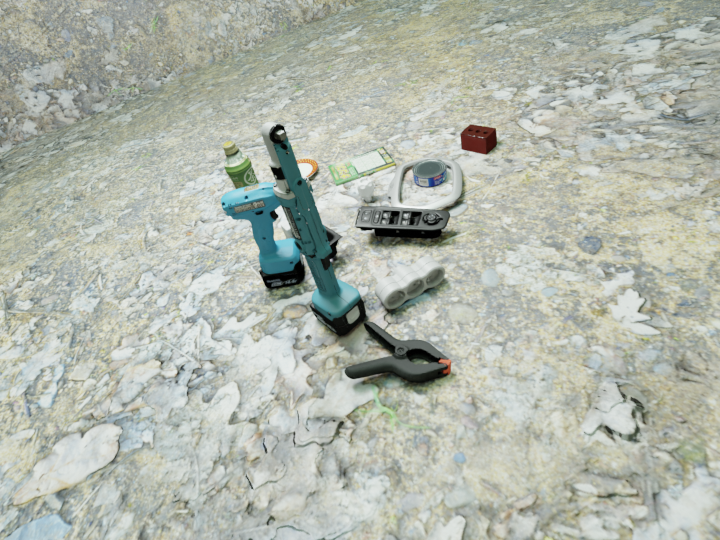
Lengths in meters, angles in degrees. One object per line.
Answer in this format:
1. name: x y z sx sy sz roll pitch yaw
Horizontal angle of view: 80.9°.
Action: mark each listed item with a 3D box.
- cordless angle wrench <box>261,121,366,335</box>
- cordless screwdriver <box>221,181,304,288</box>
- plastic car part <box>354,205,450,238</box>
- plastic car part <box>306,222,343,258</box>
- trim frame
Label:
1. cordless angle wrench: -0.081 -0.054 0.704 0.073 0.404 0.104 -39 46 -23
2. cordless screwdriver: -0.171 -0.077 0.886 0.161 0.238 0.077 -12 42 6
3. plastic car part: 0.094 -0.101 0.940 0.210 0.064 0.067 2 46 22
4. plastic car part: -0.095 -0.062 0.968 0.065 0.068 0.123 -37 45 -20
5. trim frame: 0.159 -0.219 1.065 0.189 0.026 0.253 -4 45 17
